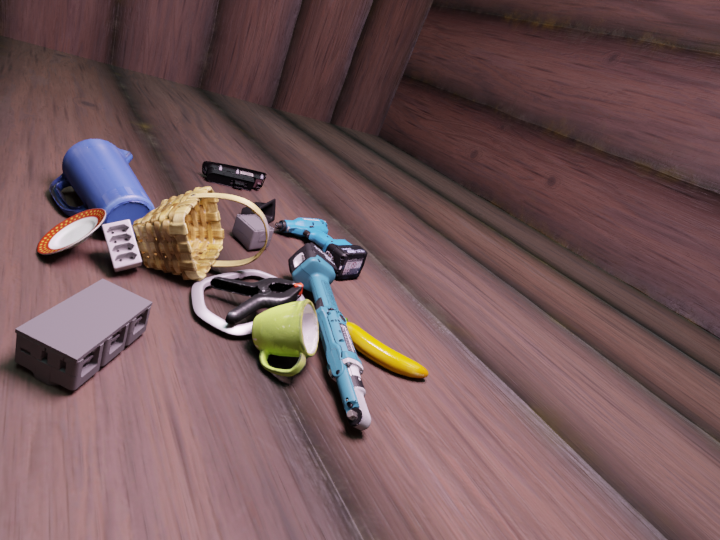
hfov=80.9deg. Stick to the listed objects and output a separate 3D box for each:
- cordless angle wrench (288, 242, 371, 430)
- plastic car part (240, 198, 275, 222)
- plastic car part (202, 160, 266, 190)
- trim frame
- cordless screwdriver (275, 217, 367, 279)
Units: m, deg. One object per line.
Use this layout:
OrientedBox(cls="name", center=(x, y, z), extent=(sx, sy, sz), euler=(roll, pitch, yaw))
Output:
OrientedBox(cls="cordless angle wrench", center=(-0.055, 0.102, 0.787), extent=(0.093, 0.075, 0.443), euler=(39, 16, -36))
OrientedBox(cls="plastic car part", center=(-0.290, -0.159, 1.165), extent=(0.073, 0.065, 0.115), euler=(14, 25, 18))
OrientedBox(cls="plastic car part", center=(-0.403, -0.291, 1.339), extent=(0.195, 0.066, 0.069), euler=(12, 52, -22))
OrientedBox(cls="trim frame", center=(-0.211, 0.058, 0.818), extent=(0.193, 0.027, 0.239), euler=(33, 25, 26))
OrientedBox(cls="cordless screwdriver", center=(-0.108, -0.071, 1.106), extent=(0.152, 0.073, 0.263), euler=(0, 29, -39))
